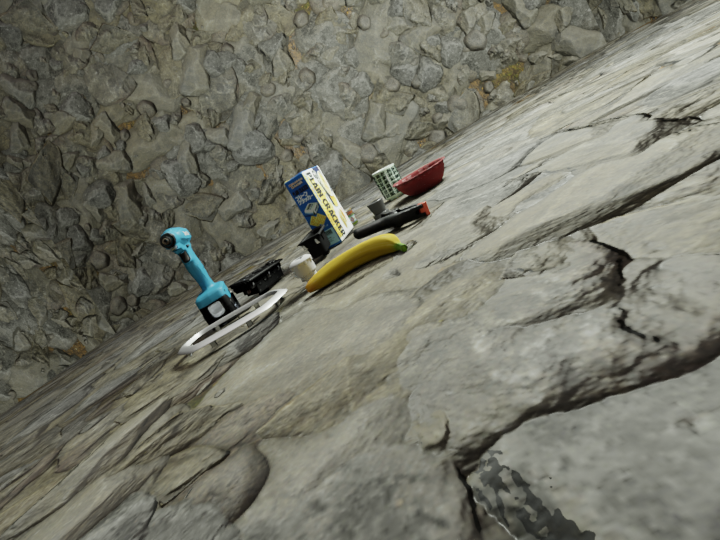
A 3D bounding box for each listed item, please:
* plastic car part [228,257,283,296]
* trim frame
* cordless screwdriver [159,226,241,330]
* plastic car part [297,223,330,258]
[{"bbox_3d":[-0.247,0.019,1.071,0.068,0.066,0.202,-27,13,24],"label":"plastic car part"},{"bbox_3d":[-0.254,0.103,0.849,0.247,0.027,0.188,-32,12,-6],"label":"trim frame"},{"bbox_3d":[-0.365,0.014,0.951,0.074,0.245,0.162,-31,8,-7],"label":"cordless screwdriver"},{"bbox_3d":[-0.105,-0.068,1.070,0.067,0.070,0.116,-28,11,17],"label":"plastic car part"}]
